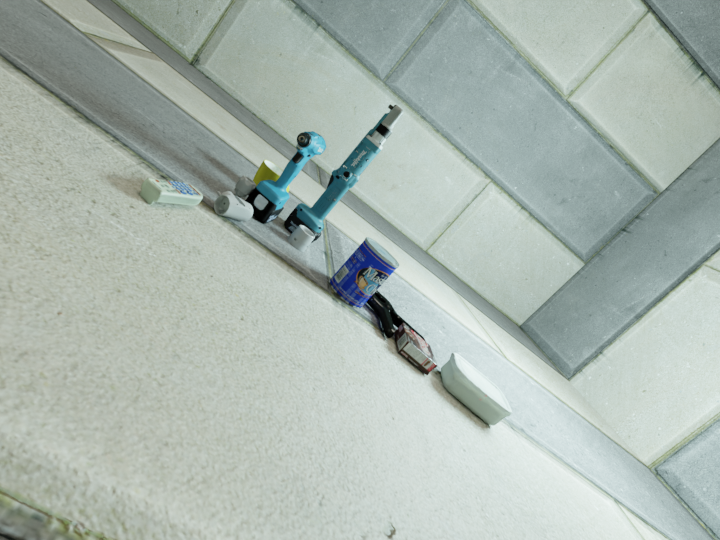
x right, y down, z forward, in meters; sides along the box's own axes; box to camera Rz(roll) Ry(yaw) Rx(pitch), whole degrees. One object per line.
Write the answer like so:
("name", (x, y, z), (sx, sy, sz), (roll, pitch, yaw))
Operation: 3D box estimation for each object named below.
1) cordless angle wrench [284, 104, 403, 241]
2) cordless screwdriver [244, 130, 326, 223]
("cordless angle wrench", (-0.035, -0.251, 1.105), (0.099, 0.424, 0.073), (42, 14, 2))
("cordless screwdriver", (-0.181, -0.227, 1.007), (0.074, 0.249, 0.158), (41, 14, -2))
